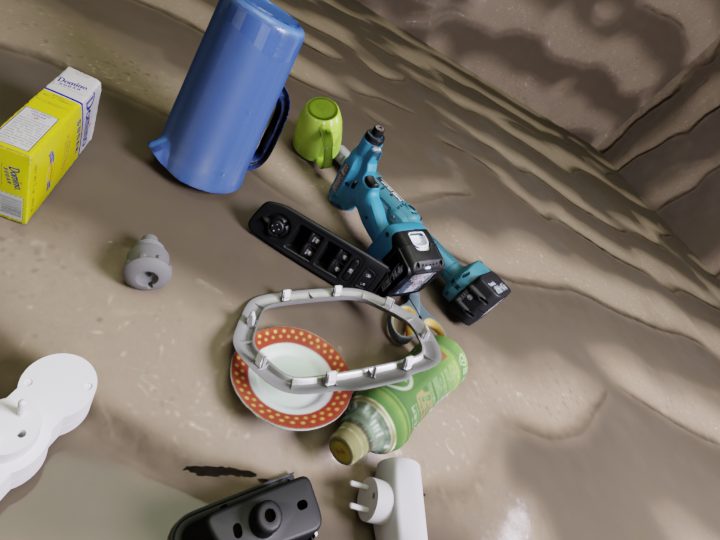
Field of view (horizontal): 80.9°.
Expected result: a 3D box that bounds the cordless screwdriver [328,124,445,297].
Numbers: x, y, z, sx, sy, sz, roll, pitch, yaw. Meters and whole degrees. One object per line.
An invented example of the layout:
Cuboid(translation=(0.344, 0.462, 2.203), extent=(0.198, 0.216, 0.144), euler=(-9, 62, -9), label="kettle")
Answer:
Cuboid(translation=(0.038, -0.093, 0.651), extent=(0.071, 0.159, 0.260), euler=(-5, 54, -34), label="cordless screwdriver")

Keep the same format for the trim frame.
Cuboid(translation=(-0.022, 0.070, 0.484), extent=(0.238, 0.027, 0.195), euler=(-2, 31, -31), label="trim frame")

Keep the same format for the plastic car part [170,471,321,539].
Cuboid(translation=(-0.077, 0.196, 0.326), extent=(0.111, 0.071, 0.069), euler=(4, 48, -41), label="plastic car part")

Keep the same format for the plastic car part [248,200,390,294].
Cuboid(translation=(-0.059, -0.038, 0.602), extent=(0.199, 0.066, 0.068), euler=(29, 28, -10), label="plastic car part")

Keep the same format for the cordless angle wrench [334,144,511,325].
Cuboid(translation=(0.077, -0.093, 0.760), extent=(0.440, 0.074, 0.094), euler=(49, 29, 22), label="cordless angle wrench")
